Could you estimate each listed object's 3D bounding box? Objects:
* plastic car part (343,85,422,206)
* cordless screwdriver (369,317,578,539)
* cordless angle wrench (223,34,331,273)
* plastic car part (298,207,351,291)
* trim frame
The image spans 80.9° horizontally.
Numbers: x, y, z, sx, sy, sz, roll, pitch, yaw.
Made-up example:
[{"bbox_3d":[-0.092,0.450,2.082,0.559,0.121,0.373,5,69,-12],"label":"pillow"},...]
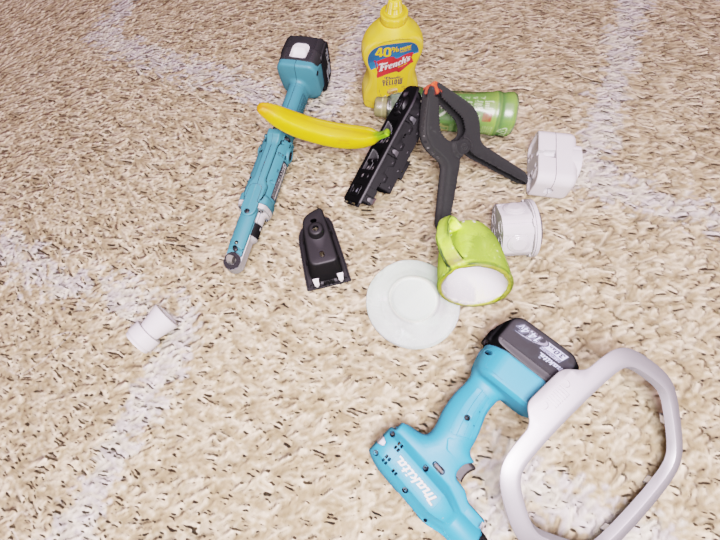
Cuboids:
[{"bbox_3d":[0.049,-0.183,0.645,0.065,0.068,0.202,23,95,-15],"label":"plastic car part"},{"bbox_3d":[0.150,0.186,0.487,0.247,0.072,0.165,-43,71,-9],"label":"cordless screwdriver"},{"bbox_3d":[-0.139,-0.193,0.691,0.076,0.095,0.427,12,71,8],"label":"cordless angle wrench"},{"bbox_3d":[-0.060,-0.039,0.614,0.066,0.069,0.120,-14,68,-3],"label":"plastic car part"},{"bbox_3d":[0.253,0.196,0.455,0.247,0.028,0.182,-38,97,-10],"label":"trim frame"}]
